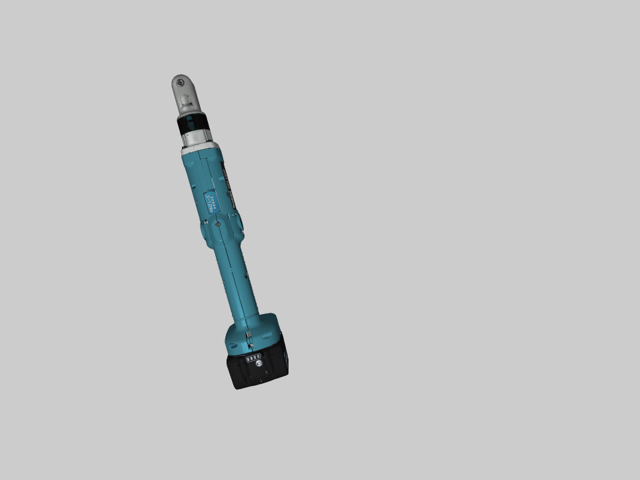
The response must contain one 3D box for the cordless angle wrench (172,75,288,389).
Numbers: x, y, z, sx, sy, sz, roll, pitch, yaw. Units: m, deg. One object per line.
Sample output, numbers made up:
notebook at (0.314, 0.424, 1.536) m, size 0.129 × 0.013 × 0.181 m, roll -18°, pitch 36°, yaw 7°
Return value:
cordless angle wrench at (-0.134, -0.016, 0.579) m, size 0.074 × 0.423 × 0.098 m, roll -15°, pitch 3°, yaw -4°
